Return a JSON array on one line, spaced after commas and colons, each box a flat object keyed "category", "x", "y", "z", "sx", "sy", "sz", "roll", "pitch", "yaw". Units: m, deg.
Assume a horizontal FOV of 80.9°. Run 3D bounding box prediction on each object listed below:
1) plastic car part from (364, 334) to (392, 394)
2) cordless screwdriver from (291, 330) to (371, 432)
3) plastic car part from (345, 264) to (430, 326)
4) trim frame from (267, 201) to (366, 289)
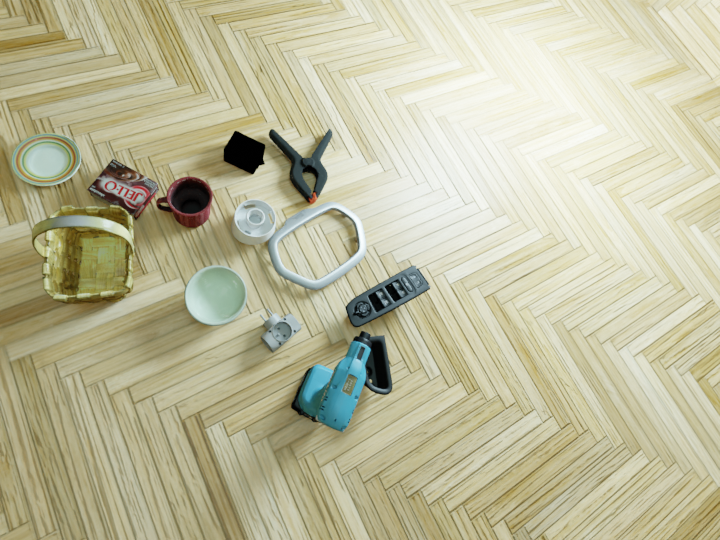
[{"category": "plastic car part", "x": 0.021, "y": 0.201, "z": 0.883, "sx": 0.064, "sy": 0.071, "sz": 0.119, "roll": -4, "pitch": 72, "yaw": -17}, {"category": "cordless screwdriver", "x": -0.050, "y": 0.200, "z": 0.769, "sx": 0.073, "sy": 0.250, "sz": 0.160, "roll": 27, "pitch": 67, "yaw": -8}, {"category": "plastic car part", "x": 0.052, "y": 0.062, "z": 0.945, "sx": 0.199, "sy": 0.067, "sz": 0.067, "roll": -27, "pitch": 81, "yaw": -21}, {"category": "trim frame", "x": -0.096, "y": -0.063, "z": 0.978, "sx": 0.245, "sy": 0.027, "sz": 0.187, "roll": -36, "pitch": 81, "yaw": -22}]
